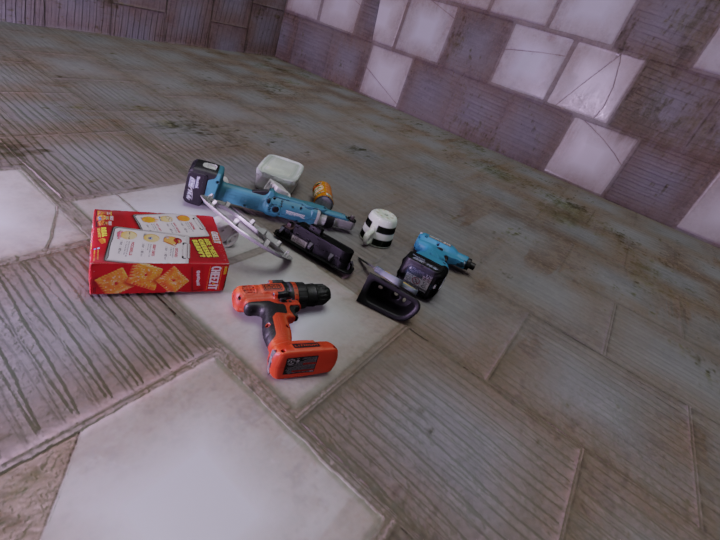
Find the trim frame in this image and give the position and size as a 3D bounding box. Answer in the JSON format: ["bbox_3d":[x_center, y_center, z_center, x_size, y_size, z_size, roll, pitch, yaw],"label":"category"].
[{"bbox_3d":[-0.239,-0.096,0.896,0.261,0.027,0.175,35,1,28],"label":"trim frame"}]

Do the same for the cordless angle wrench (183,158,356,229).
[{"bbox_3d":[-0.210,-0.164,1.037,0.412,0.097,0.077,14,30,-15],"label":"cordless angle wrench"}]

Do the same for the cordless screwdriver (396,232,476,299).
[{"bbox_3d":[0.184,-0.011,1.000,0.164,0.073,0.245,26,27,12],"label":"cordless screwdriver"}]

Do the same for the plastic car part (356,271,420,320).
[{"bbox_3d":[0.061,0.052,0.852,0.118,0.065,0.070,27,16,7],"label":"plastic car part"}]

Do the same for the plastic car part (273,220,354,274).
[{"bbox_3d":[-0.093,-0.061,0.947,0.210,0.067,0.064,34,15,19],"label":"plastic car part"}]
